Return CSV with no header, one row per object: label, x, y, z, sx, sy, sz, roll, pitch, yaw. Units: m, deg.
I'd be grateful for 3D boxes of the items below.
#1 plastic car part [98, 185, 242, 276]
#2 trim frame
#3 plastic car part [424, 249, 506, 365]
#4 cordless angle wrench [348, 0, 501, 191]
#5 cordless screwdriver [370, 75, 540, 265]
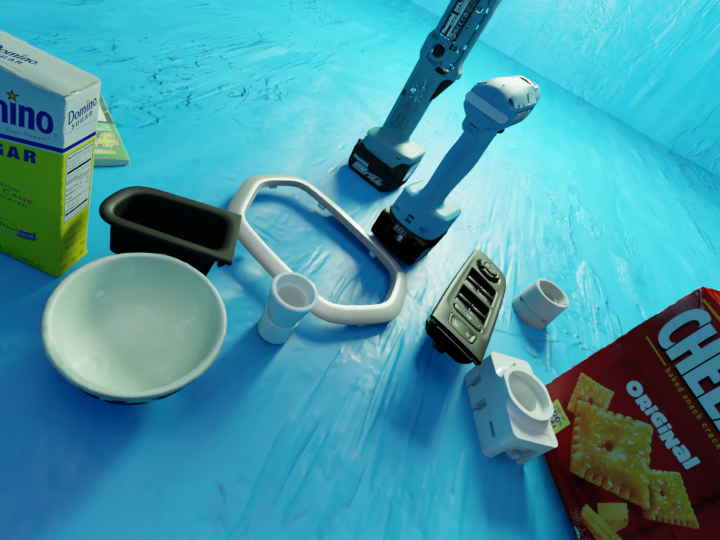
plastic car part,-0.178,-0.027,0.394,0.113,0.071,0.068,16,42,-16
trim frame,-0.050,-0.032,0.507,0.256,0.027,0.180,41,42,14
plastic car part,0.125,0.041,0.498,0.068,0.067,0.200,38,41,8
cordless angle wrench,0.115,-0.293,0.567,0.100,0.422,0.073,43,41,11
cordless screwdriver,0.123,-0.126,0.531,0.076,0.248,0.155,44,41,13
